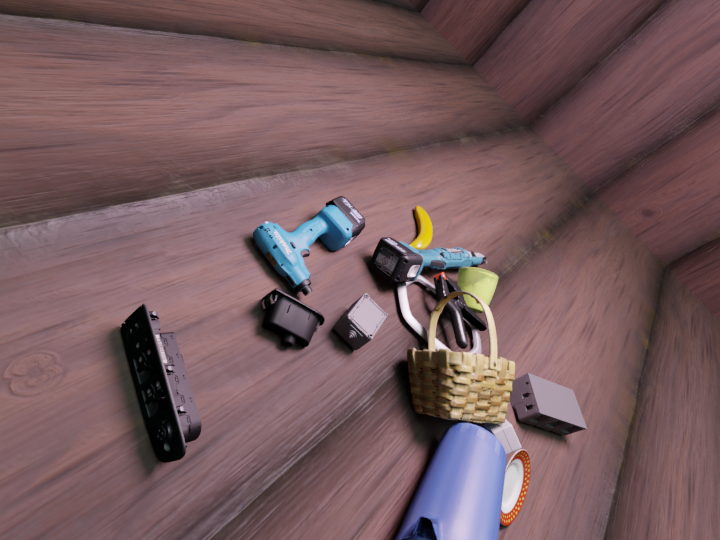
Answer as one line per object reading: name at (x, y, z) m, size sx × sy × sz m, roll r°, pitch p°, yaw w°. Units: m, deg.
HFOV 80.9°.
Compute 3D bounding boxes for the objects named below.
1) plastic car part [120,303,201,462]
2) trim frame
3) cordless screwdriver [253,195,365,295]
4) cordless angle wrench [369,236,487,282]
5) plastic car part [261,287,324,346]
plastic car part at (-0.263, 0.149, 0.564) m, size 0.064 × 0.067 × 0.211 m, roll 26°, pitch 34°, yaw -59°
trim frame at (0.179, 0.108, 0.963) m, size 0.248 × 0.028 × 0.183 m, roll 38°, pitch 42°, yaw -1°
cordless screwdriver at (-0.085, -0.056, 0.869) m, size 0.242 × 0.075 × 0.163 m, roll -30°, pitch 76°, yaw -44°
cordless angle wrench at (0.197, -0.029, 1.055) m, size 0.403 × 0.074 × 0.104 m, roll -3°, pitch 31°, yaw -45°
plastic car part at (-0.120, 0.091, 0.727) m, size 0.113 × 0.067 × 0.071 m, roll 33°, pitch 57°, yaw -16°
